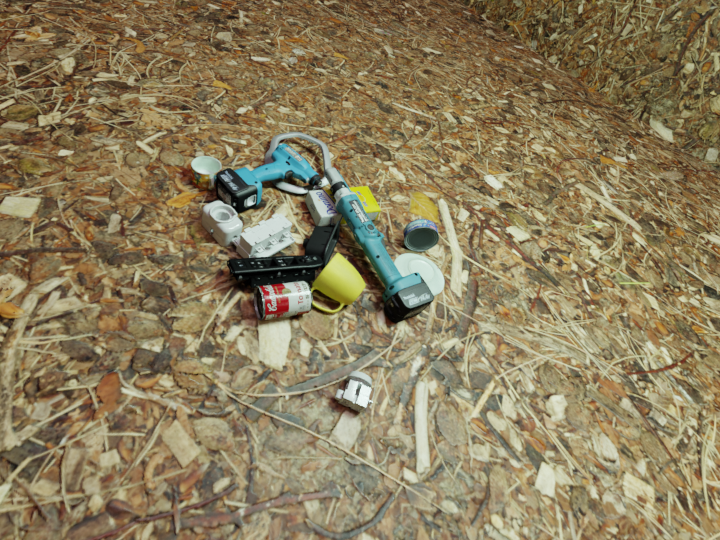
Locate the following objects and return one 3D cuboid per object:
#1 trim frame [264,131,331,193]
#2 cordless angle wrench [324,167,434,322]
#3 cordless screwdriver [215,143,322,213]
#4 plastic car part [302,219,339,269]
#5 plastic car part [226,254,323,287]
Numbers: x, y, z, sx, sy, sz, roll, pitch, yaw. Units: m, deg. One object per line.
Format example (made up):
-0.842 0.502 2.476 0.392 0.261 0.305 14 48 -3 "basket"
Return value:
-0.173 -0.302 1.173 0.181 0.027 0.257 0 56 -11 "trim frame"
0.016 -0.085 0.991 0.095 0.074 0.440 -15 62 -31 "cordless angle wrench"
-0.224 -0.221 1.050 0.165 0.073 0.244 40 54 18 "cordless screwdriver"
-0.096 -0.063 0.984 0.073 0.064 0.117 14 49 12 "plastic car part"
-0.172 0.003 0.885 0.197 0.066 0.069 -9 18 -22 "plastic car part"
